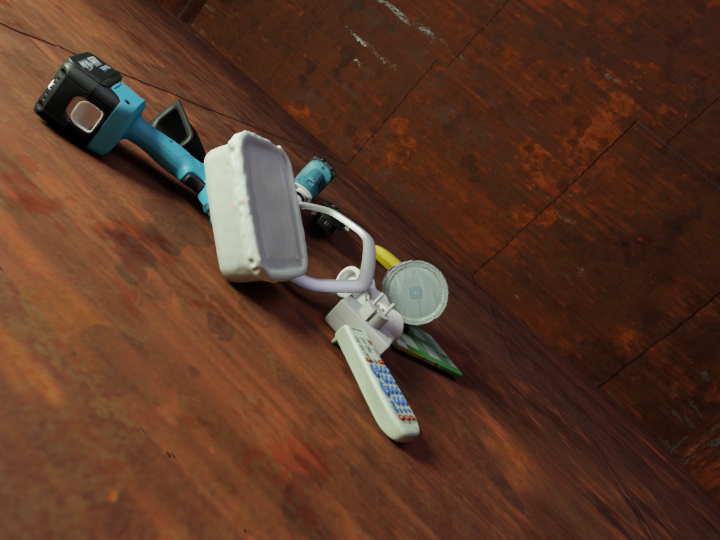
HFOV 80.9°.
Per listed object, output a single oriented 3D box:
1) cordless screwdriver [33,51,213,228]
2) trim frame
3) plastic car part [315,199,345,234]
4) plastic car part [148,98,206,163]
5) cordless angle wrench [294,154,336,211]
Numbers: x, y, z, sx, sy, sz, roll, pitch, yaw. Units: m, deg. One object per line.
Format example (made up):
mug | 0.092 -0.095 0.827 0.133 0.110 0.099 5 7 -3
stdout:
cordless screwdriver | -0.245 -0.139 0.507 0.236 0.075 0.167 36 16 -34
trim frame | -0.063 -0.041 0.647 0.183 0.027 0.253 20 33 -6
plastic car part | -0.065 -0.112 0.904 0.065 0.067 0.206 32 11 -11
plastic car part | -0.274 -0.200 0.657 0.122 0.066 0.067 55 5 33
cordless angle wrench | -0.122 -0.177 0.920 0.073 0.098 0.428 42 17 -13
